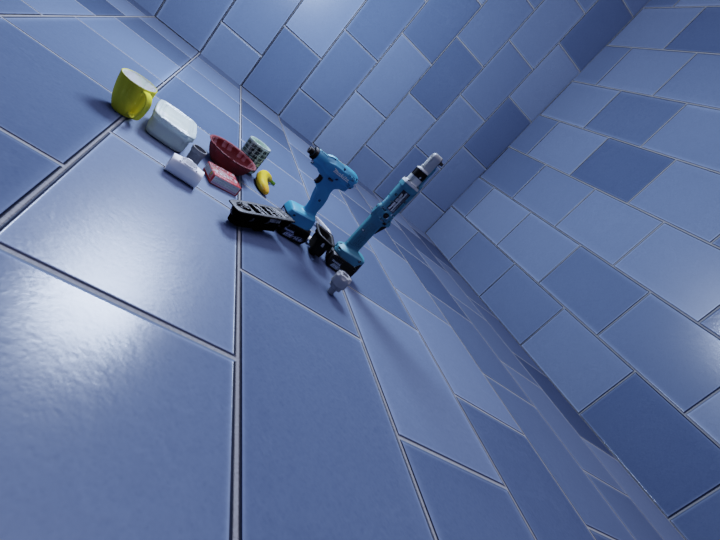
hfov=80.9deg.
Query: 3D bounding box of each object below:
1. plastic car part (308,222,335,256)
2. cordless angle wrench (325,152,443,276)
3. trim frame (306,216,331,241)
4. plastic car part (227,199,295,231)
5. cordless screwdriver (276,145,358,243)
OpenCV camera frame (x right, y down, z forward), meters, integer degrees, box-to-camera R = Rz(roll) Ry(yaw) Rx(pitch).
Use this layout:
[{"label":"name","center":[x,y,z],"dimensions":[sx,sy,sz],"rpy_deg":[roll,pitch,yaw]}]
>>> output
[{"label":"plastic car part","center":[-0.115,-0.075,1.179],"dimensions":[0.064,0.071,0.120],"rpy_deg":[37,16,-19]},{"label":"cordless angle wrench","center":[0.066,-0.158,1.176],"dimensions":[0.095,0.425,0.076],"rpy_deg":[38,16,-19]},{"label":"trim frame","center":[-0.160,-0.139,1.334],"dimensions":[0.184,0.028,0.248],"rpy_deg":[41,15,-3]},{"label":"plastic car part","center":[-0.246,-0.128,1.008],"dimensions":[0.069,0.067,0.194],"rpy_deg":[48,16,21]},{"label":"cordless screwdriver","center":[-0.140,-0.199,1.120],"dimensions":[0.151,0.250,0.078],"rpy_deg":[33,19,-33]}]
